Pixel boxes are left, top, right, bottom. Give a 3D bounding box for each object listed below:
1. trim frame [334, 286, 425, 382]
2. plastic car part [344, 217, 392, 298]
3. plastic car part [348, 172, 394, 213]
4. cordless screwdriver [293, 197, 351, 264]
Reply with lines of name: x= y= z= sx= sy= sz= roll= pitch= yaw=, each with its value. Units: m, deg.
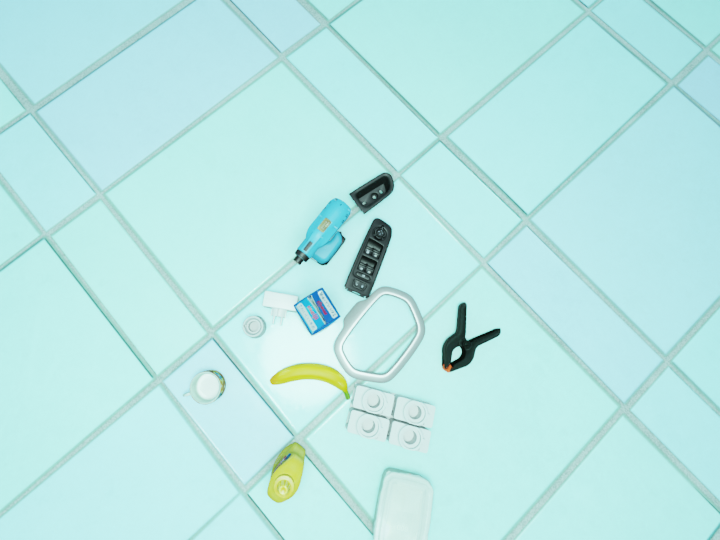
trim frame: x=0.047 y=0.156 z=1.037 sx=0.187 sy=0.027 sz=0.248 roll=38 pitch=79 yaw=7
plastic car part: x=0.023 y=-0.031 z=1.058 sx=0.067 sy=0.066 sz=0.204 roll=22 pitch=78 yaw=0
plastic car part: x=0.033 y=-0.195 z=1.093 sx=0.116 sy=0.070 sz=0.067 roll=-35 pitch=84 yaw=-9
cordless screwdriver: x=-0.095 y=-0.062 z=0.971 sx=0.075 sy=0.247 sz=0.159 roll=37 pitch=79 yaw=1
